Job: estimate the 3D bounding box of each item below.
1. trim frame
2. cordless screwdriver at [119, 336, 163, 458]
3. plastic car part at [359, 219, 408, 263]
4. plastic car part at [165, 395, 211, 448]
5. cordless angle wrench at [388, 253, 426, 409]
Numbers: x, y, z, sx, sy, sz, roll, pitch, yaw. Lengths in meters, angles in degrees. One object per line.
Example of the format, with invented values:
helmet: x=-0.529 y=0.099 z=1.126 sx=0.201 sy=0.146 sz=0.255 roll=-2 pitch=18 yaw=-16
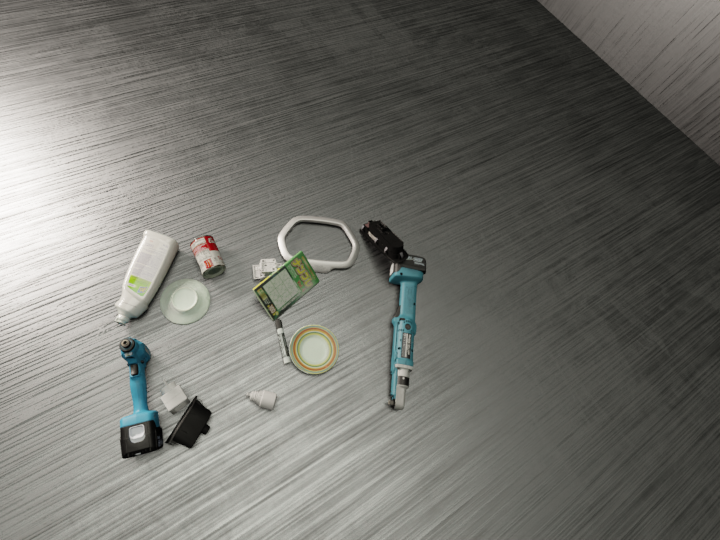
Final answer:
trim frame: x=-0.124 y=-0.081 z=1.266 sx=0.244 sy=0.027 sz=0.189 roll=5 pitch=61 yaw=-9
cordless screwdriver: x=-0.497 y=0.275 z=0.938 sx=0.073 sy=0.158 sz=0.256 roll=-9 pitch=67 yaw=-18
plastic car part: x=0.073 y=-0.097 z=1.243 sx=0.064 sy=0.065 sz=0.214 roll=-13 pitch=42 yaw=-24
plastic car part: x=-0.386 y=0.359 z=0.974 sx=0.070 sy=0.067 sz=0.116 roll=38 pitch=58 yaw=-10
cordless angle wrench: x=0.120 y=0.159 z=1.159 sx=0.097 sy=0.074 sz=0.431 roll=10 pitch=64 yaw=-7
